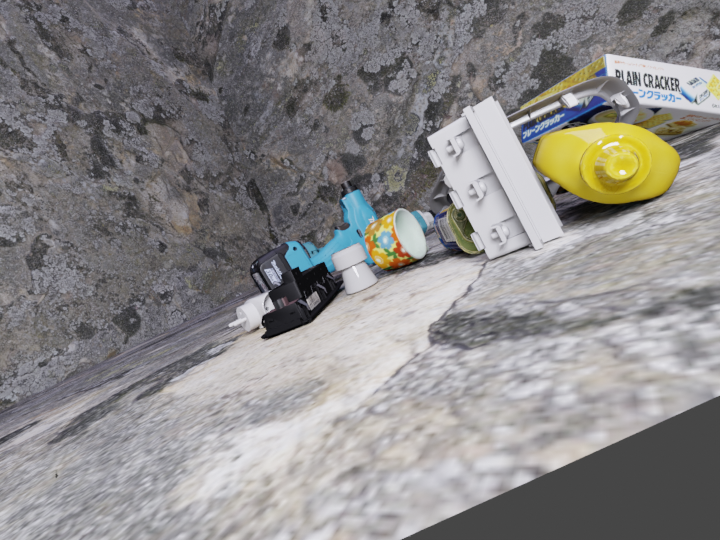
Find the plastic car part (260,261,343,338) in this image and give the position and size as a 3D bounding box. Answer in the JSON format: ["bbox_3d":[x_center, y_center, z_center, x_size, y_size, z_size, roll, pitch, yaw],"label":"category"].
[{"bbox_3d":[-0.075,0.028,0.558,0.067,0.067,0.199,-31,0,15],"label":"plastic car part"}]

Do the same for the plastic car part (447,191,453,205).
[{"bbox_3d":[0.186,-0.106,0.747,0.070,0.064,0.121,-44,18,-33],"label":"plastic car part"}]

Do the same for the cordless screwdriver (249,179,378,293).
[{"bbox_3d":[-0.071,-0.046,0.726,0.243,0.159,0.076,-28,2,-24],"label":"cordless screwdriver"}]

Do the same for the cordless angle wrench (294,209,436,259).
[{"bbox_3d":[0.036,-0.064,0.866,0.413,0.077,0.096,-21,-24,-22],"label":"cordless angle wrench"}]

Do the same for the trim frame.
[{"bbox_3d":[0.199,-0.126,0.495,0.251,0.029,0.175,-24,-30,8],"label":"trim frame"}]
